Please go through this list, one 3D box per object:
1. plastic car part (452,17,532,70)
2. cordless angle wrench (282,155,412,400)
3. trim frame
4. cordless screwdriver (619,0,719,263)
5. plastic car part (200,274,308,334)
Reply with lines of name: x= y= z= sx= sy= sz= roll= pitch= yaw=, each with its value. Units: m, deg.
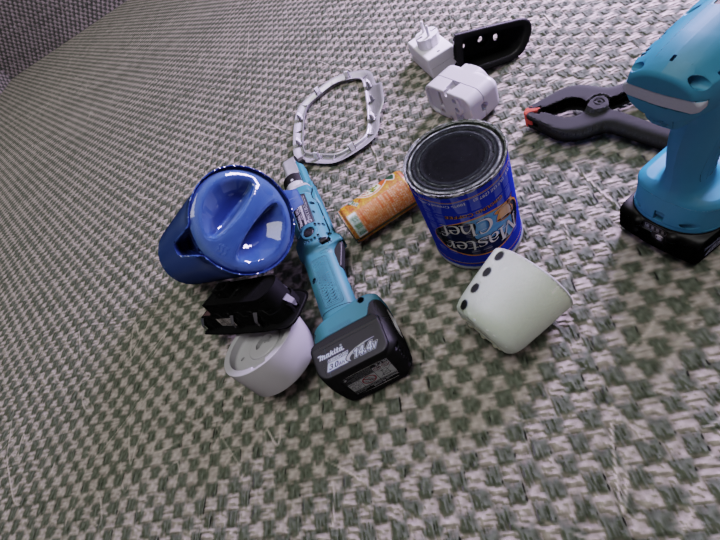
plastic car part: x=0.194 y=-0.356 z=0.664 sx=0.116 sy=0.063 sz=0.074 roll=-17 pitch=37 yaw=-1
cordless angle wrench: x=-0.057 y=-0.038 z=0.588 sx=0.099 sy=0.070 sz=0.443 roll=-31 pitch=47 yaw=7
trim frame: x=-0.044 y=-0.286 z=0.773 sx=0.189 sy=0.026 sz=0.256 roll=-15 pitch=51 yaw=19
cordless screwdriver: x=0.287 y=-0.119 z=0.331 sx=0.159 sy=0.235 sz=0.078 roll=-43 pitch=49 yaw=3
plastic car part: x=-0.144 y=0.039 z=0.534 sx=0.212 sy=0.064 sz=0.066 roll=-5 pitch=35 yaw=43
